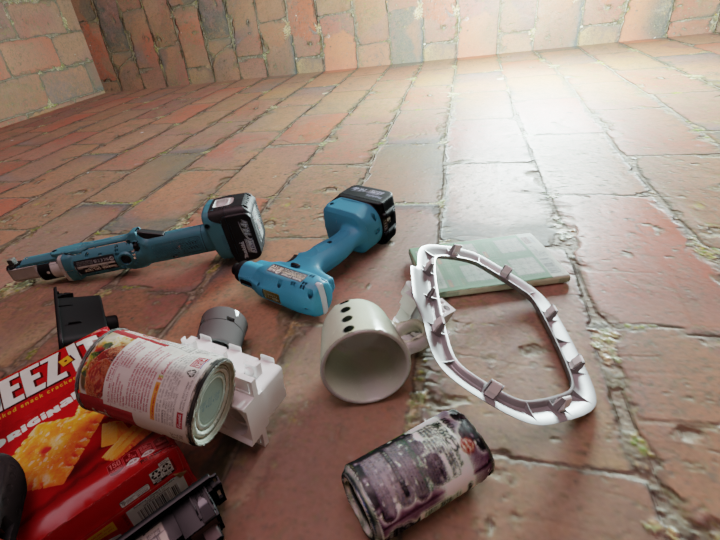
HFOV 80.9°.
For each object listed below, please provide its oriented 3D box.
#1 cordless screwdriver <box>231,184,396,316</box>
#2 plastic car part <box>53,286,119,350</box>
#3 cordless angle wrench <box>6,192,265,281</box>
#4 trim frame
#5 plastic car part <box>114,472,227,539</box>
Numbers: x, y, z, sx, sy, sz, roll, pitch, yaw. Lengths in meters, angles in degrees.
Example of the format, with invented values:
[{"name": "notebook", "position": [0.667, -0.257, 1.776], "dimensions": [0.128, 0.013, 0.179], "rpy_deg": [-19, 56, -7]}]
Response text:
[{"name": "cordless screwdriver", "position": [-0.061, -0.040, 0.625], "dimensions": [0.167, 0.071, 0.246], "rpy_deg": [14, 43, 31]}, {"name": "plastic car part", "position": [-0.352, 0.071, 0.544], "dimensions": [0.068, 0.065, 0.123], "rpy_deg": [-13, 33, -35]}, {"name": "cordless angle wrench", "position": [-0.368, -0.033, 0.683], "dimensions": [0.426, 0.094, 0.077], "rpy_deg": [-11, 32, 5]}, {"name": "trim frame", "position": [0.135, 0.045, 0.433], "dimensions": [0.183, 0.027, 0.253], "rpy_deg": [16, 35, -5]}, {"name": "plastic car part", "position": [-0.171, 0.224, 0.270], "dimensions": [0.198, 0.065, 0.070], "rpy_deg": [-26, 62, -27]}]
